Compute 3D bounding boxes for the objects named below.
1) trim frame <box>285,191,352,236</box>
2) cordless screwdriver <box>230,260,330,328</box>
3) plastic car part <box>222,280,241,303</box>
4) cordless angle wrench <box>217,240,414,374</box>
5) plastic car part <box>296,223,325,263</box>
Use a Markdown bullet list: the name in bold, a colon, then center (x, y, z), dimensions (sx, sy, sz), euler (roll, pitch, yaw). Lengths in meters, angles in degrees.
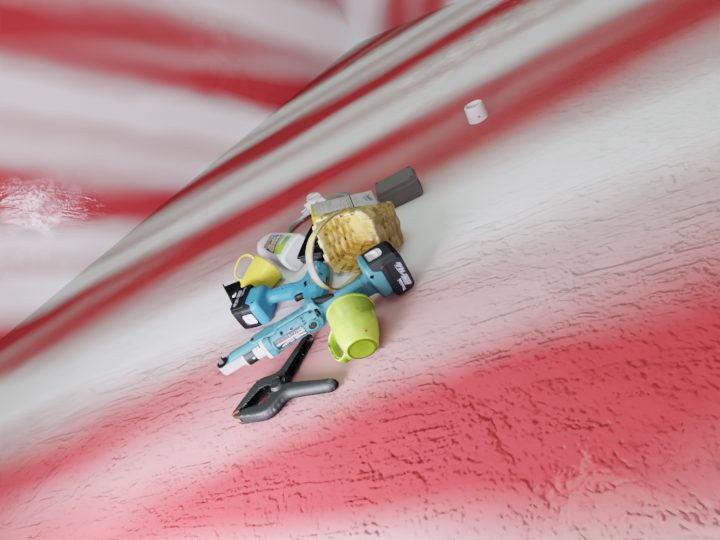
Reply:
- **trim frame**: center (-0.129, -0.159, 1.286), dimensions (0.249, 0.026, 0.192), euler (-36, 33, 4)
- **cordless screwdriver**: center (-0.188, 0.075, 0.996), dimensions (0.254, 0.071, 0.163), euler (-20, 34, 18)
- **plastic car part**: center (-0.340, 0.058, 1.182), dimensions (0.070, 0.064, 0.122), euler (-26, 26, -14)
- **cordless angle wrench**: center (-0.099, 0.092, 0.842), dimensions (0.424, 0.094, 0.077), euler (-31, 30, 2)
- **plastic car part**: center (-0.108, -0.071, 1.109), dimensions (0.068, 0.064, 0.207), euler (-19, 32, 16)
